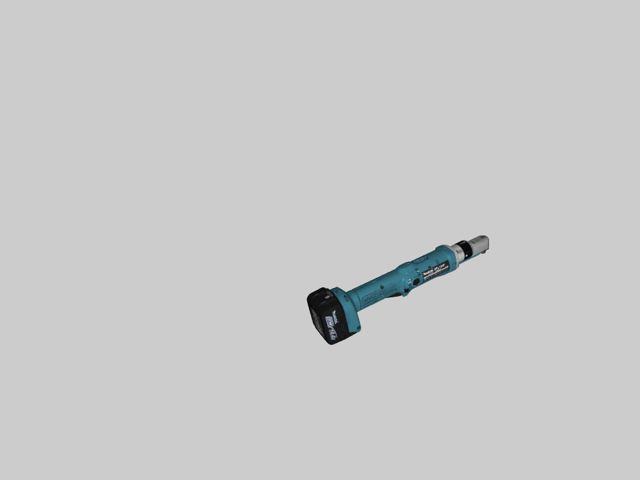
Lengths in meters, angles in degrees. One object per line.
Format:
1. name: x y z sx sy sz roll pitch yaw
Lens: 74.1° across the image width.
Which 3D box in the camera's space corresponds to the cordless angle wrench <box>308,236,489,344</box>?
1. cordless angle wrench: 0.180 0.077 0.871 0.422 0.098 0.074 -23 30 -17
